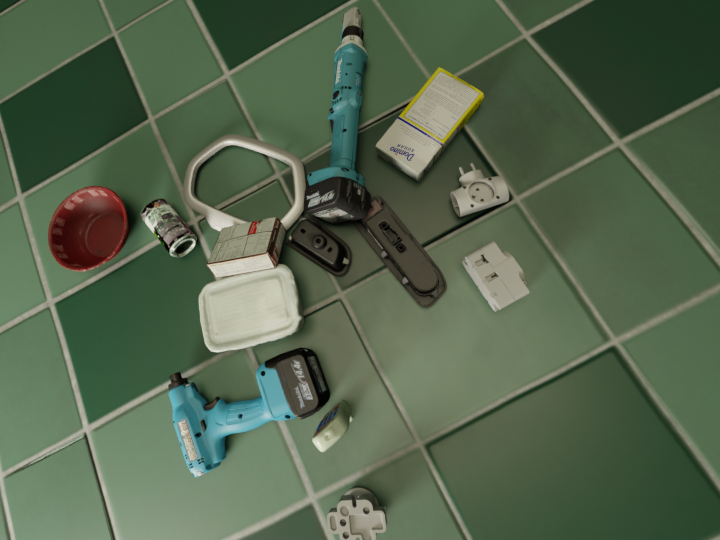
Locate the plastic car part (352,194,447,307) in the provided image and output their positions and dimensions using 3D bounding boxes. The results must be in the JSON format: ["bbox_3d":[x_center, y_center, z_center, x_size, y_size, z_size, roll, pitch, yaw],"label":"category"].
[{"bbox_3d":[0.063,-0.037,0.672,0.066,0.065,0.208,-34,76,-7],"label":"plastic car part"}]

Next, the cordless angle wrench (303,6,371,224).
[{"bbox_3d":[-0.026,-0.292,0.739,0.102,0.070,0.429,-12,66,42],"label":"cordless angle wrench"}]

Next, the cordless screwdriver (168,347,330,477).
[{"bbox_3d":[-0.183,0.192,0.659,0.250,0.072,0.164,-29,74,7],"label":"cordless screwdriver"}]

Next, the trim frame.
[{"bbox_3d":[-0.212,-0.153,0.770,0.255,0.027,0.184,22,81,14],"label":"trim frame"}]

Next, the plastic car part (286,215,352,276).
[{"bbox_3d":[-0.068,-0.044,0.692,0.121,0.068,0.066,35,87,18],"label":"plastic car part"}]
